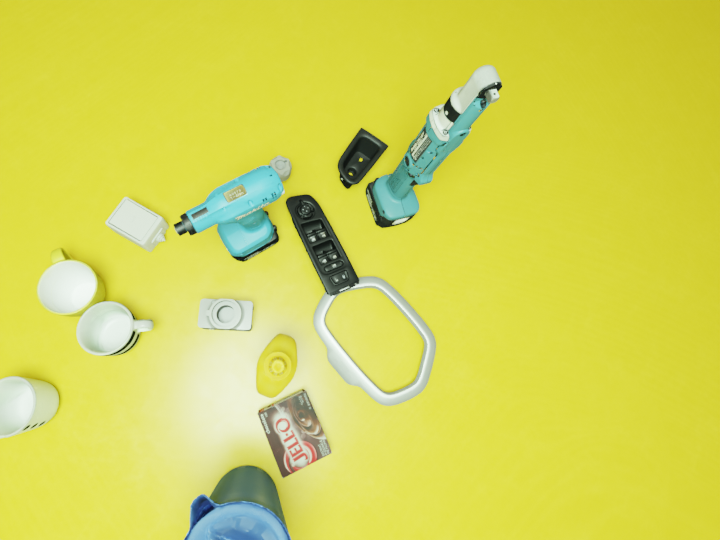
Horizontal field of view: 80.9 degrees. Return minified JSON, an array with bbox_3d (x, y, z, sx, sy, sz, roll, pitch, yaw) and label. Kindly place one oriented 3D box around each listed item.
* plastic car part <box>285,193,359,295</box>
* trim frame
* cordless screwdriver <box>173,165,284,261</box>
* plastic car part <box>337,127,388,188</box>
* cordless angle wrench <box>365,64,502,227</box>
[{"bbox_3d":[-0.077,-0.051,0.790,0.065,0.067,0.206,-24,80,-14],"label":"plastic car part"},{"bbox_3d":[0.026,0.124,0.776,0.182,0.027,0.252,-41,83,-15],"label":"trim frame"},{"bbox_3d":[-0.206,-0.074,0.687,0.157,0.249,0.075,-31,86,-15],"label":"cordless screwdriver"},{"bbox_3d":[-0.008,-0.211,0.839,0.066,0.071,0.116,34,74,-1],"label":"plastic car part"},{"bbox_3d":[0.097,-0.173,0.659,0.073,0.423,0.099,-15,82,-15],"label":"cordless angle wrench"}]
